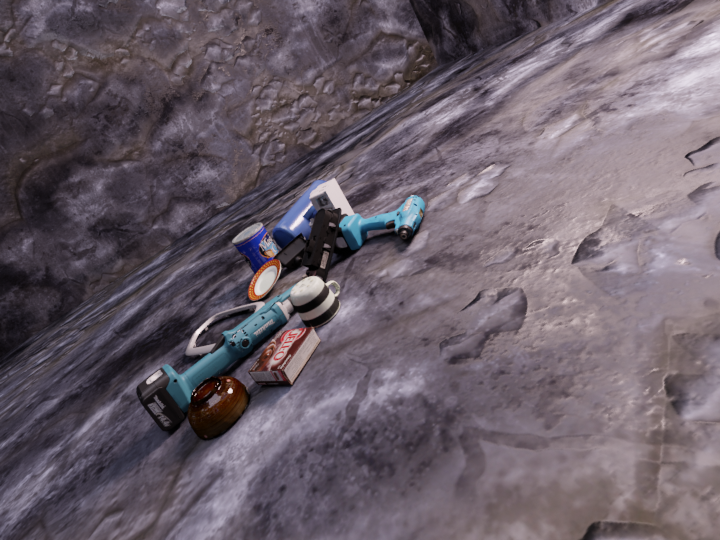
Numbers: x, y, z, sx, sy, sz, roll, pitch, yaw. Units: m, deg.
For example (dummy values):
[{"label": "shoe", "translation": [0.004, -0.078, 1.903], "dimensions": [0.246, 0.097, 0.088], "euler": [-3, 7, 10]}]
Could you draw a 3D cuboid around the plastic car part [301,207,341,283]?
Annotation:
[{"label": "plastic car part", "translation": [-0.099, -0.065, 1.015], "dimensions": [0.069, 0.064, 0.204], "euler": [-9, 60, 55]}]

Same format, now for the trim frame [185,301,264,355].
[{"label": "trim frame", "translation": [-0.339, 0.143, 1.058], "dimensions": [0.257, 0.026, 0.185], "euler": [-18, 28, 33]}]

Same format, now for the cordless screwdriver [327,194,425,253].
[{"label": "cordless screwdriver", "translation": [0.028, -0.099, 1.023], "dimensions": [0.257, 0.072, 0.159], "euler": [-13, 29, 30]}]

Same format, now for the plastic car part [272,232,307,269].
[{"label": "plastic car part", "translation": [-0.181, -0.041, 1.189], "dimensions": [0.115, 0.063, 0.075], "euler": [-43, 38, -18]}]

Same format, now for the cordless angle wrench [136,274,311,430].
[{"label": "cordless angle wrench", "translation": [-0.252, 0.146, 0.883], "dimensions": [0.417, 0.095, 0.078], "euler": [-39, 22, -26]}]
